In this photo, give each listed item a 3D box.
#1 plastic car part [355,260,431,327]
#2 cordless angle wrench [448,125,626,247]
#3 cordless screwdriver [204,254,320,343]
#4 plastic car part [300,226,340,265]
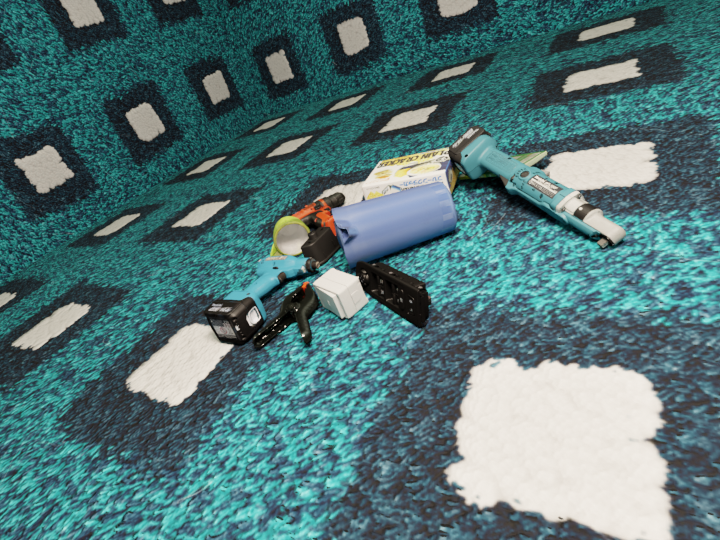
[{"bbox_3d":[0.058,0.025,0.754,0.065,0.064,0.214,-25,28,-26],"label":"plastic car part"},{"bbox_3d":[0.327,-0.170,0.826,0.098,0.070,0.445,-42,40,8],"label":"cordless angle wrench"},{"bbox_3d":[-0.199,0.045,0.892,0.166,0.072,0.247,-5,31,29],"label":"cordless screwdriver"},{"bbox_3d":[-0.097,-0.064,0.995,0.069,0.068,0.115,-2,32,39],"label":"plastic car part"}]
